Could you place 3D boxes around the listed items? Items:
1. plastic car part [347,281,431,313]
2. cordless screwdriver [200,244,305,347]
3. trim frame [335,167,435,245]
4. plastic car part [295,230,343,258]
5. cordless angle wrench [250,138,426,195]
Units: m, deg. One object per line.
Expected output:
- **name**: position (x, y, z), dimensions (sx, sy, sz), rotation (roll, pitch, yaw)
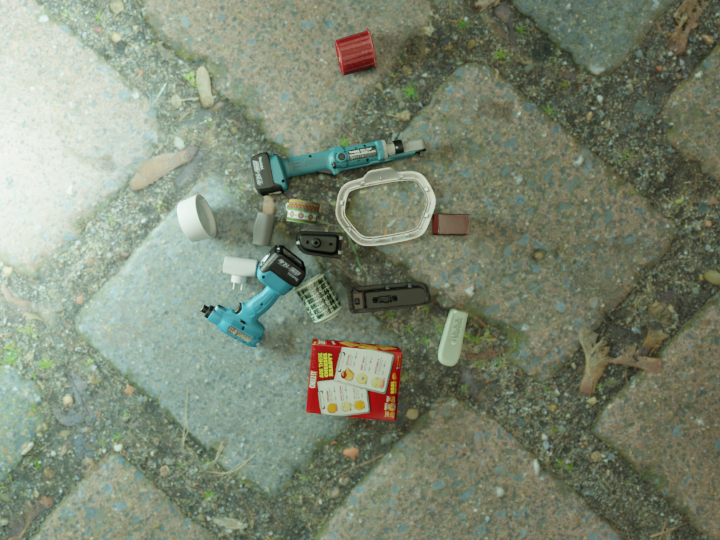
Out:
- **plastic car part**: position (0.074, 0.063, 1.022), dimensions (0.202, 0.067, 0.067), rotation (-6, 85, -4)
- **cordless screwdriver**: position (-0.247, 0.051, 0.984), dimensions (0.155, 0.076, 0.249), rotation (34, 102, -16)
- **trim frame**: position (0.062, -0.158, 1.038), dimensions (0.249, 0.027, 0.184), rotation (-9, 89, 1)
- **plastic car part**: position (-0.099, -0.065, 1.015), dimensions (0.116, 0.071, 0.066), rotation (5, 90, -5)
- **cordless angle wrench**: position (-0.049, -0.266, 1.019), dimensions (0.421, 0.075, 0.098), rotation (-12, 92, -3)
